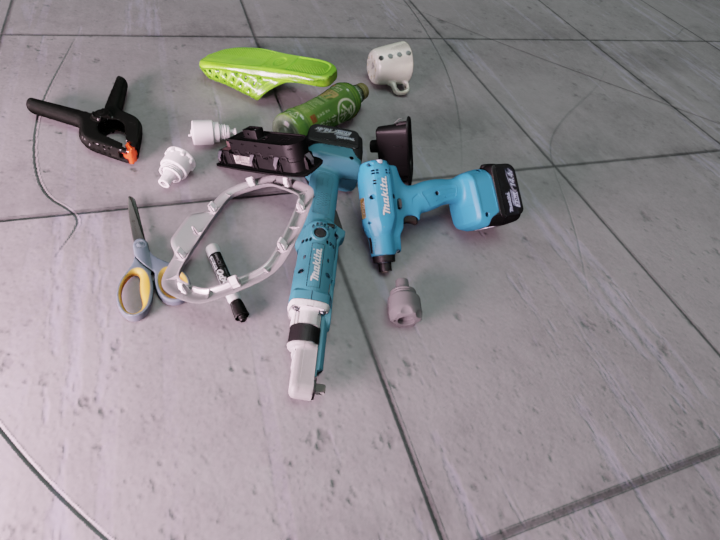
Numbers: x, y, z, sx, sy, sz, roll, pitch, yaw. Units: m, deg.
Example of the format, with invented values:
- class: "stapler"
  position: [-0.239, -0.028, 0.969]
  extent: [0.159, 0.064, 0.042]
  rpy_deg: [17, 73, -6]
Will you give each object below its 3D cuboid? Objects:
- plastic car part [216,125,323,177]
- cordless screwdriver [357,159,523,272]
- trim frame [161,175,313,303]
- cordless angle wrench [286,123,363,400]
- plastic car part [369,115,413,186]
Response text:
- class: "plastic car part"
  position: [-0.140, -0.181, 0.633]
  extent: [0.214, 0.065, 0.065]
  rpy_deg: [22, 40, 35]
- class: "cordless screwdriver"
  position: [0.119, -0.084, 0.636]
  extent: [0.242, 0.076, 0.160]
  rpy_deg: [-5, 84, -18]
- class: "trim frame"
  position: [-0.160, -0.055, 0.553]
  extent: [0.190, 0.026, 0.252]
  rpy_deg: [-2, 47, 21]
- class: "cordless angle wrench"
  position: [-0.057, -0.037, 0.583]
  extent: [0.097, 0.073, 0.434]
  rpy_deg: [8, 54, -6]
- class: "plastic car part"
  position: [0.052, -0.205, 0.712]
  extent: [0.073, 0.111, 0.067]
  rpy_deg: [-1, 50, 15]
